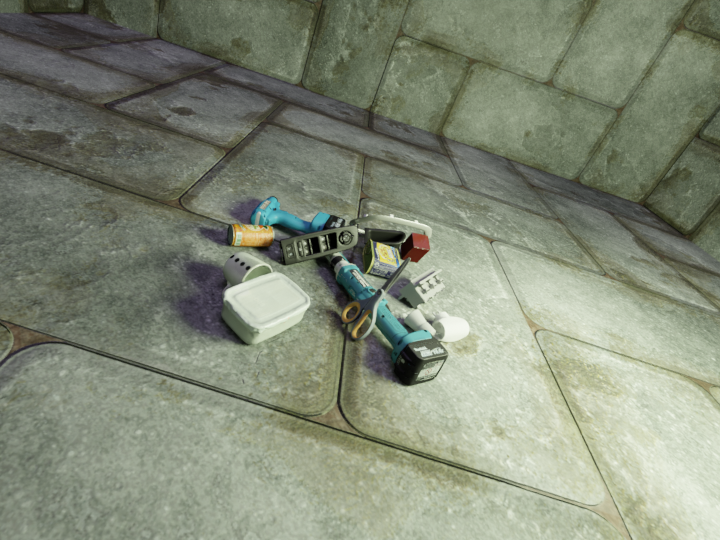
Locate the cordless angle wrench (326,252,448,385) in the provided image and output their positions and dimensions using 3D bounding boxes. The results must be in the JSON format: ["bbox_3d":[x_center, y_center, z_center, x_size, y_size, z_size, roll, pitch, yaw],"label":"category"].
[{"bbox_3d":[0.021,0.067,0.954,0.094,0.073,0.447,-3,35,-34],"label":"cordless angle wrench"}]

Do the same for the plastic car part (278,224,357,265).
[{"bbox_3d":[-0.103,-0.068,1.058,0.200,0.066,0.068,-14,8,-10],"label":"plastic car part"}]

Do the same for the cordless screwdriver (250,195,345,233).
[{"bbox_3d":[-0.168,-0.142,1.176,0.250,0.073,0.161,16,30,2],"label":"cordless screwdriver"}]

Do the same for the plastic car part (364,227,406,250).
[{"bbox_3d":[0.065,-0.074,1.197,0.117,0.069,0.068,6,46,0],"label":"plastic car part"}]

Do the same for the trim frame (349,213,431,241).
[{"bbox_3d":[0.088,-0.120,1.225,0.242,0.186,0.028,10,74,-16],"label":"trim frame"}]
